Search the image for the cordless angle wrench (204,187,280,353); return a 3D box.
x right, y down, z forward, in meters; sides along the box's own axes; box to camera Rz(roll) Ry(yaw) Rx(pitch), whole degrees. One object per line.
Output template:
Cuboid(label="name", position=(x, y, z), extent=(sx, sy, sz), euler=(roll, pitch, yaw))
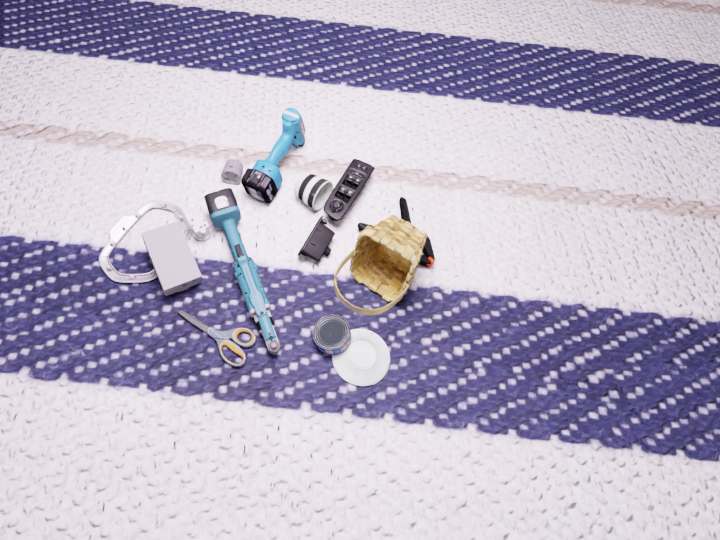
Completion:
Cuboid(label="cordless angle wrench", position=(-0.275, -0.002, 1.011), extent=(0.073, 0.096, 0.437), euler=(-20, 69, -15))

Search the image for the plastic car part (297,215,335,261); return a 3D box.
Cuboid(label="plastic car part", position=(-0.104, -0.068, 1.068), extent=(0.070, 0.066, 0.117), euler=(28, 67, -7))

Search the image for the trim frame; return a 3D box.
Cuboid(label="trim frame", position=(-0.541, -0.077, 1.066), extent=(0.188, 0.027, 0.249), euler=(25, 66, 11))

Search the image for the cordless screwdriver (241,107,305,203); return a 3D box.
Cuboid(label="cordless screwdriver", position=(-0.222, -0.303, 1.154), extent=(0.076, 0.155, 0.249), euler=(25, 79, 8))

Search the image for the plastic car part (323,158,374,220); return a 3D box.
Cuboid(label="plastic car part", position=(-0.038, -0.209, 1.134), extent=(0.067, 0.066, 0.203), euler=(29, 61, 1))
